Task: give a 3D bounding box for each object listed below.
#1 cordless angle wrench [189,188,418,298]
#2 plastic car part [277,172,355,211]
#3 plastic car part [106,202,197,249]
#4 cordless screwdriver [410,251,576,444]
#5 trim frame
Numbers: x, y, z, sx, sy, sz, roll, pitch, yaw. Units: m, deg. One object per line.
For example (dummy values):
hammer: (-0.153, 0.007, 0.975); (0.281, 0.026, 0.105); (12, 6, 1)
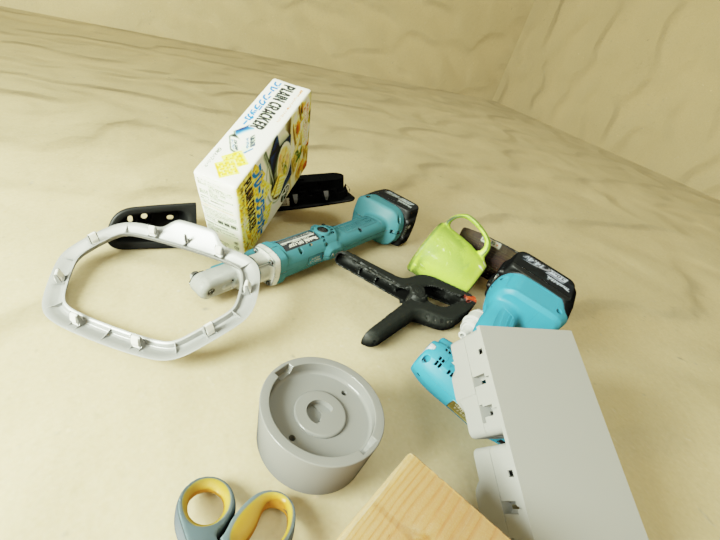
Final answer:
cordless angle wrench: (-0.063, -0.041, 0.643); (0.103, 0.073, 0.409); (34, 38, 27)
plastic car part: (-0.112, -0.142, 0.748); (0.200, 0.065, 0.069); (-3, 23, -10)
plastic car part: (-0.297, -0.069, 0.601); (0.112, 0.065, 0.075); (-5, 22, -25)
cordless screwdriver: (0.187, 0.092, 0.501); (0.165, 0.073, 0.244); (38, 51, 17)
trim frame: (-0.236, 0.008, 0.482); (0.255, 0.027, 0.185); (14, 45, 13)
